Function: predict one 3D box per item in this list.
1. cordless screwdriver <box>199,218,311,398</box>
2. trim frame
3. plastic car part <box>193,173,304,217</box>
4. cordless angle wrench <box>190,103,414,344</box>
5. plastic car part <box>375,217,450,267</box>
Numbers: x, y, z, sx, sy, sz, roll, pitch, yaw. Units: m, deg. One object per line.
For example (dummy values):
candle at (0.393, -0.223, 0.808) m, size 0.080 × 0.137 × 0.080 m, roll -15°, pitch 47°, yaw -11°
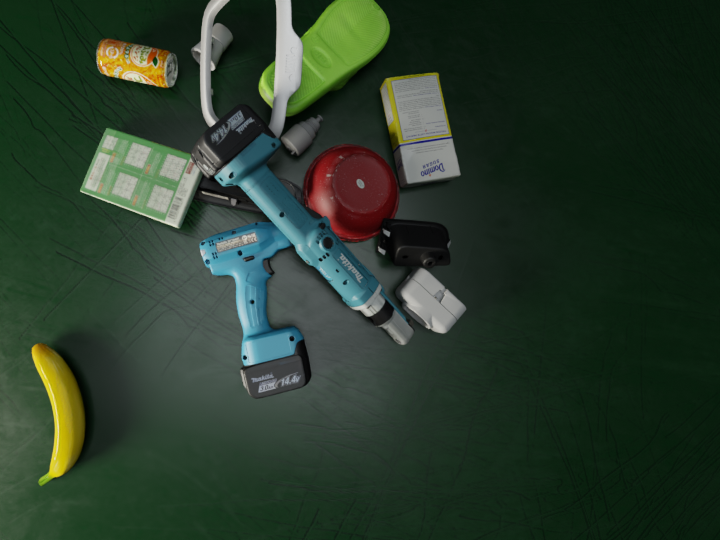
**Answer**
cordless screwdriver at (-0.129, 0.048, 0.627) m, size 0.158 × 0.074 × 0.252 m, roll -18°, pitch 82°, yaw -8°
trim frame at (-0.164, -0.294, 0.607) m, size 0.193 × 0.026 × 0.245 m, roll 14°, pitch 105°, yaw 30°
plastic car part at (-0.182, -0.131, 0.649) m, size 0.200 × 0.067 × 0.067 m, roll 14°, pitch 77°, yaw -7°
cordless angle wrench at (-0.059, -0.039, 0.606) m, size 0.411 × 0.077 × 0.097 m, roll 48°, pitch 63°, yaw -15°
plastic car part at (0.090, -0.034, 0.647) m, size 0.115 × 0.064 × 0.073 m, roll 4°, pitch 40°, yaw -7°
